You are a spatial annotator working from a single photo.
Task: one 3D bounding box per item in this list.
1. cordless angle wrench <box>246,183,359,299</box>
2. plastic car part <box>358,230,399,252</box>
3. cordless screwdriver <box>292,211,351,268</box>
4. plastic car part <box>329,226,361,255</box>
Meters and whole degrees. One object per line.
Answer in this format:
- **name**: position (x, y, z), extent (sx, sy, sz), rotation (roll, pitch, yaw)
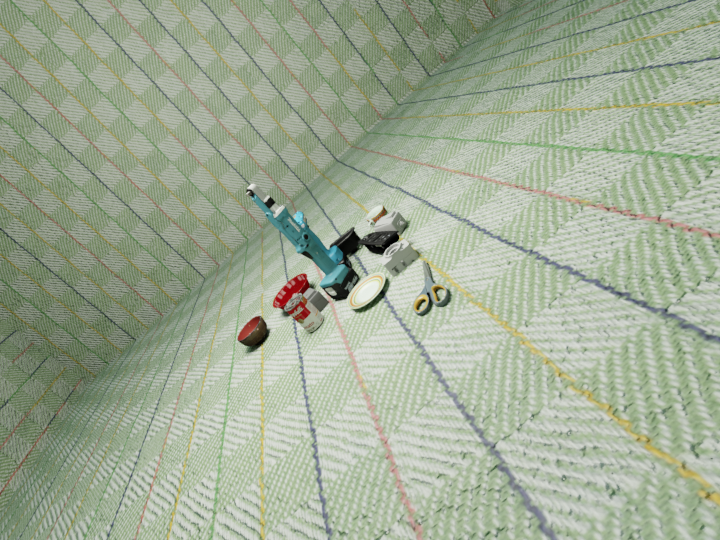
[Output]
- **cordless angle wrench**: position (-0.171, -0.088, 1.220), extent (0.077, 0.410, 0.098), rotation (-21, 27, 49)
- **plastic car part**: position (0.059, -0.085, 1.285), extent (0.066, 0.065, 0.211), rotation (-47, 22, -12)
- **cordless screwdriver**: position (-0.135, -0.088, 1.382), extent (0.075, 0.241, 0.163), rotation (-39, 19, 11)
- **plastic car part**: position (-0.045, -0.088, 1.458), extent (0.118, 0.068, 0.067), rotation (-35, 21, 18)
